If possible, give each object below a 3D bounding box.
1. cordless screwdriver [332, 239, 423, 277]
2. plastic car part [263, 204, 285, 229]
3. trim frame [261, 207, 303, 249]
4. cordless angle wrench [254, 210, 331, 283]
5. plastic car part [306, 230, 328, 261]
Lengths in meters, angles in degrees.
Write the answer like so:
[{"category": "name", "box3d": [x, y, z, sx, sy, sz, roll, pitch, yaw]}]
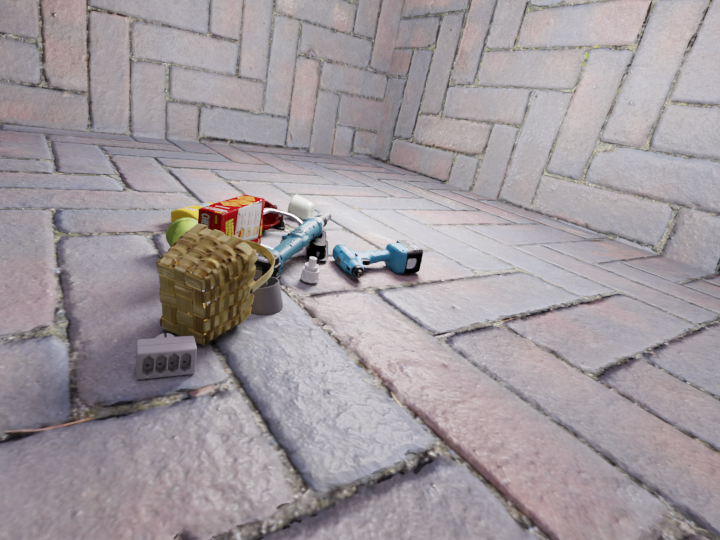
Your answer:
[{"category": "cordless screwdriver", "box3d": [0.058, -0.027, 1.179, 0.241, 0.073, 0.167, -3, 25, -21]}, {"category": "plastic car part", "box3d": [-0.300, -0.187, 1.421, 0.120, 0.070, 0.065, 14, 21, 17]}, {"category": "trim frame", "box3d": [-0.250, -0.116, 1.255, 0.187, 0.027, 0.247, 28, 32, 6]}, {"category": "cordless angle wrench", "box3d": [-0.170, -0.083, 1.124, 0.101, 0.073, 0.419, 14, 30, 16]}, {"category": "plastic car part", "box3d": [-0.122, -0.080, 1.250, 0.065, 0.066, 0.208, 15, 23, -10]}]
